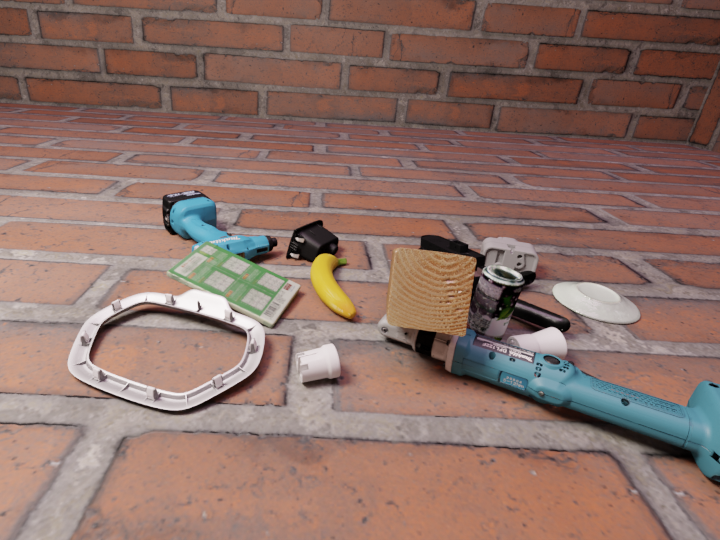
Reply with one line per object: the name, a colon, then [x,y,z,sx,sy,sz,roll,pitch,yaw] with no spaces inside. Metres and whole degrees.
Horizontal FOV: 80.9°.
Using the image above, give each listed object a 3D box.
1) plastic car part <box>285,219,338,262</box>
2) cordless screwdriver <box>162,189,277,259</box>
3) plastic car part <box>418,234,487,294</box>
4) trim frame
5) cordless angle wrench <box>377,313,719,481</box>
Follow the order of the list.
plastic car part: [-0.080,-0.052,0.819,0.074,0.065,0.113,33,32,19]
cordless screwdriver: [-0.286,-0.084,0.834,0.153,0.073,0.263,-16,36,-35]
plastic car part: [0.151,-0.019,0.712,0.065,0.066,0.211,-13,18,-18]
trim frame: [-0.242,0.086,0.534,0.256,0.027,0.184,10,33,16]
cordless angle wrench: [0.218,0.125,0.490,0.442,0.073,0.096,15,27,26]
